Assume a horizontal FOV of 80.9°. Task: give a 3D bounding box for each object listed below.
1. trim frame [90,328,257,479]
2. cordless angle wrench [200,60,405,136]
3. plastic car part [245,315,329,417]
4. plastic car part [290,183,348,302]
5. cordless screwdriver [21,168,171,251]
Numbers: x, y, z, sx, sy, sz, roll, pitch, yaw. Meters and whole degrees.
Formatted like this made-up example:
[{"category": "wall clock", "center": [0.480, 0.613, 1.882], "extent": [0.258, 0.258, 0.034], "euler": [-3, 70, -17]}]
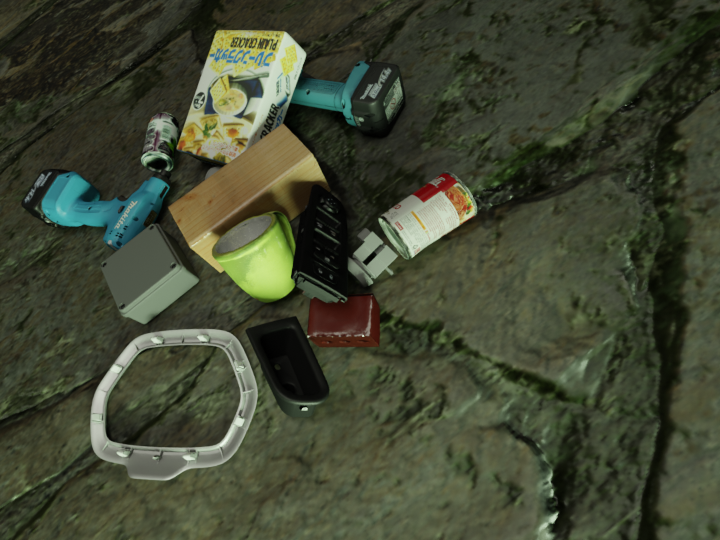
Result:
[{"category": "trim frame", "center": [-0.248, 0.166, 0.548], "extent": [0.254, 0.026, 0.188], "euler": [-4, 63, 14]}, {"category": "cordless angle wrench", "center": [-0.132, -0.323, 0.739], "extent": [0.444, 0.071, 0.098], "euler": [21, 72, 29]}, {"category": "plastic car part", "center": [-0.085, 0.122, 0.491], "extent": [0.064, 0.069, 0.123], "euler": [-12, 48, -26]}, {"category": "plastic car part", "center": [-0.053, -0.035, 0.541], "extent": [0.067, 0.064, 0.208], "euler": [-51, 25, 37]}, {"category": "cordless screwdriver", "center": [-0.455, -0.127, 0.743], "extent": [0.258, 0.071, 0.160], "euler": [15, 69, 20]}]
